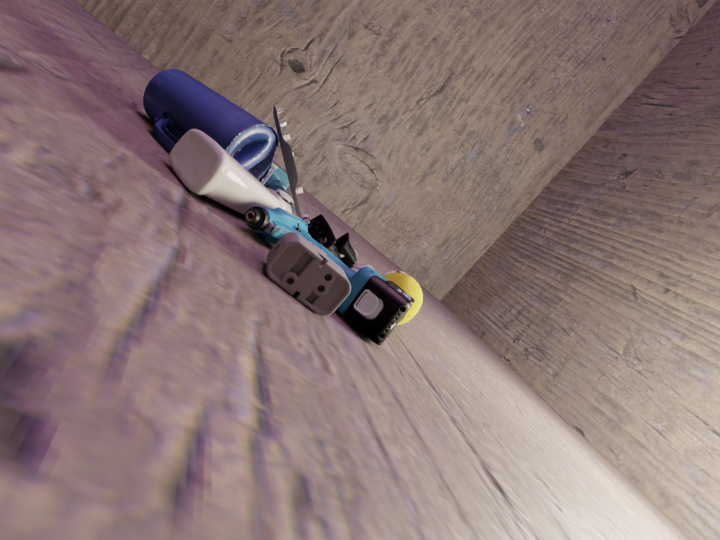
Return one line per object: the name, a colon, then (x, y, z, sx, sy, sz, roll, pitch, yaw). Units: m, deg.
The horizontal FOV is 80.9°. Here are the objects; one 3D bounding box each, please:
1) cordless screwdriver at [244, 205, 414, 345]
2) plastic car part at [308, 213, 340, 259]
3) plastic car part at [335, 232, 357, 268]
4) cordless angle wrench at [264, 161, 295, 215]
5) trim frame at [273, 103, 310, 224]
cordless screwdriver: (-0.048, -0.005, 0.587, 0.257, 0.074, 0.154, 38, 6, 17)
plastic car part: (-0.080, -0.052, 0.814, 0.209, 0.066, 0.065, -126, -169, -71)
plastic car part: (-0.036, -0.037, 0.982, 0.069, 0.066, 0.119, 54, 6, -15)
cordless angle wrench: (-0.194, -0.179, 0.966, 0.094, 0.074, 0.440, 38, 9, -27)
trim frame: (-0.131, -0.194, 0.809, 0.186, 0.027, 0.247, -143, -139, -83)
